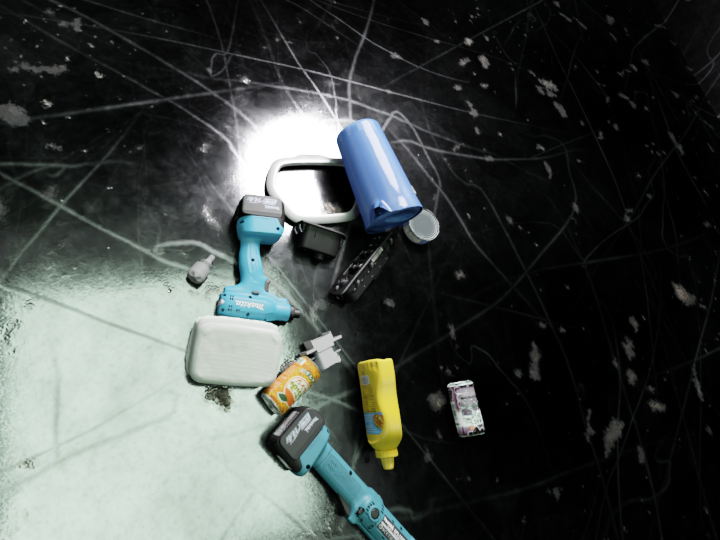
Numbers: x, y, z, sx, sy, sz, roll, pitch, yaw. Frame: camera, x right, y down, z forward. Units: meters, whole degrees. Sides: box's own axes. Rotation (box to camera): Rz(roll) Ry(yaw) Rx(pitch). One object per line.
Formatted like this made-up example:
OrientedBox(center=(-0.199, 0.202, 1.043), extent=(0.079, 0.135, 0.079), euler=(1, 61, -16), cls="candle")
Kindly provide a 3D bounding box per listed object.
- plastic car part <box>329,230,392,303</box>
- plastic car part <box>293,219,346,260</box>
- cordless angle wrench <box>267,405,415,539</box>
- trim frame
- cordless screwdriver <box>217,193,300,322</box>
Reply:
OrientedBox(center=(0.006, -0.002, 0.925), extent=(0.201, 0.069, 0.064), euler=(-47, 120, -31), cls="plastic car part")
OrientedBox(center=(-0.089, -0.058, 0.911), extent=(0.113, 0.068, 0.071), euler=(20, 79, -19), cls="plastic car part")
OrientedBox(center=(0.010, 0.424, 0.746), extent=(0.422, 0.075, 0.097), euler=(48, 60, -1), cls="cordless angle wrench")
OrientedBox(center=(-0.097, -0.193, 0.977), extent=(0.241, 0.028, 0.188), euler=(-7, 73, -22), cls="trim frame")
OrientedBox(center=(-0.189, -0.021, 0.844), extent=(0.154, 0.075, 0.253), euler=(10, 70, -20), cls="cordless screwdriver")
